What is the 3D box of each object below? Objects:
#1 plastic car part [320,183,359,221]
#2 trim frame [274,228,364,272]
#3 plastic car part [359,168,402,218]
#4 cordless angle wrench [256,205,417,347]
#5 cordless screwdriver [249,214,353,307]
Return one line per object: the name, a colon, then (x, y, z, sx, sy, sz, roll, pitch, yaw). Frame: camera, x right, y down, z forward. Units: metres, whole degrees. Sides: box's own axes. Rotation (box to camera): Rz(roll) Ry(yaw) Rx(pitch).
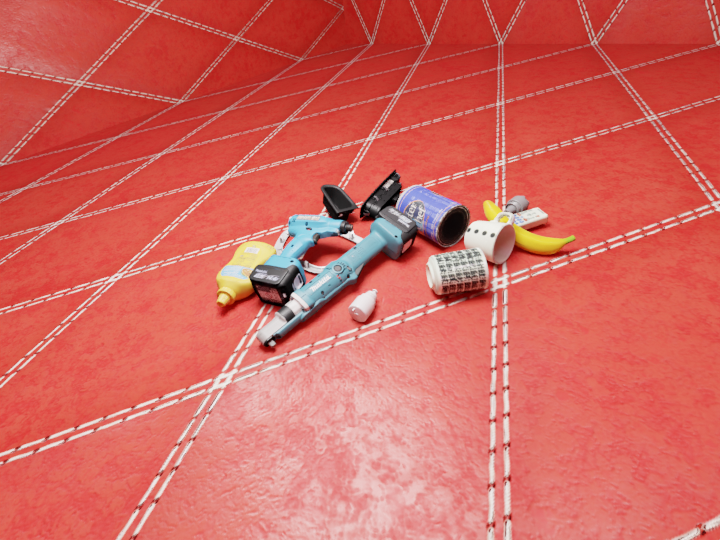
plastic car part: (-0.065, -0.171, 1.123, 0.064, 0.069, 0.123, -15, 48, -27)
trim frame: (-0.101, -0.066, 1.031, 0.263, 0.026, 0.180, 23, 47, 39)
plastic car part: (0.062, -0.194, 1.138, 0.069, 0.065, 0.200, 36, 50, 12)
cordless angle wrench: (-0.046, 0.011, 0.876, 0.102, 0.072, 0.416, 38, 60, 23)
cordless screwdriver: (-0.124, -0.034, 0.926, 0.166, 0.071, 0.250, 4, 45, 24)
